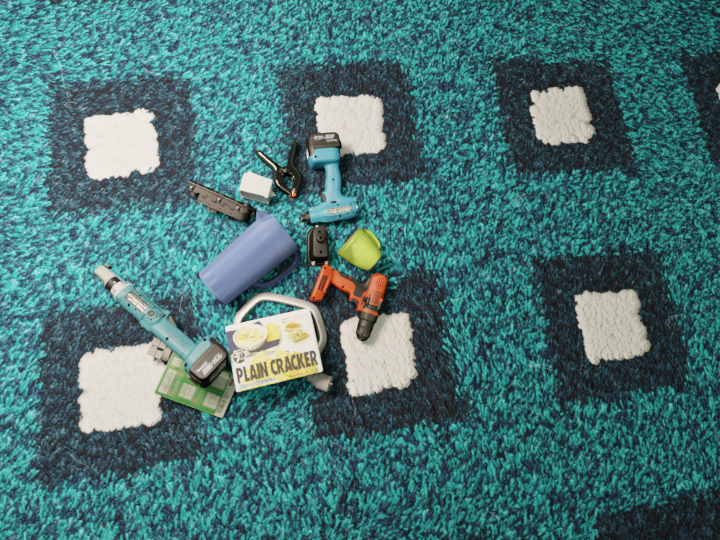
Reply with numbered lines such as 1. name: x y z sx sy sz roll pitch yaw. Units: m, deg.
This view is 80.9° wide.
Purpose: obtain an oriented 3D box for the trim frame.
1. trim frame: -0.210 0.158 1.105 0.246 0.027 0.186 12 76 -4

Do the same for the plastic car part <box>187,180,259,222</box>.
1. plastic car part: -0.375 -0.182 1.145 0.203 0.066 0.067 20 87 -1

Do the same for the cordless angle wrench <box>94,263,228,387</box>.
1. cordless angle wrench: -0.507 0.117 1.039 0.434 0.073 0.097 35 56 14

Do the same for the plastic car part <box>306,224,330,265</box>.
1. plastic car part: -0.112 -0.073 1.140 0.065 0.071 0.118 -2 82 -12

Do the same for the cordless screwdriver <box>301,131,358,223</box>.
1. cordless screwdriver: -0.108 -0.254 1.180 0.157 0.074 0.251 -12 83 -8
